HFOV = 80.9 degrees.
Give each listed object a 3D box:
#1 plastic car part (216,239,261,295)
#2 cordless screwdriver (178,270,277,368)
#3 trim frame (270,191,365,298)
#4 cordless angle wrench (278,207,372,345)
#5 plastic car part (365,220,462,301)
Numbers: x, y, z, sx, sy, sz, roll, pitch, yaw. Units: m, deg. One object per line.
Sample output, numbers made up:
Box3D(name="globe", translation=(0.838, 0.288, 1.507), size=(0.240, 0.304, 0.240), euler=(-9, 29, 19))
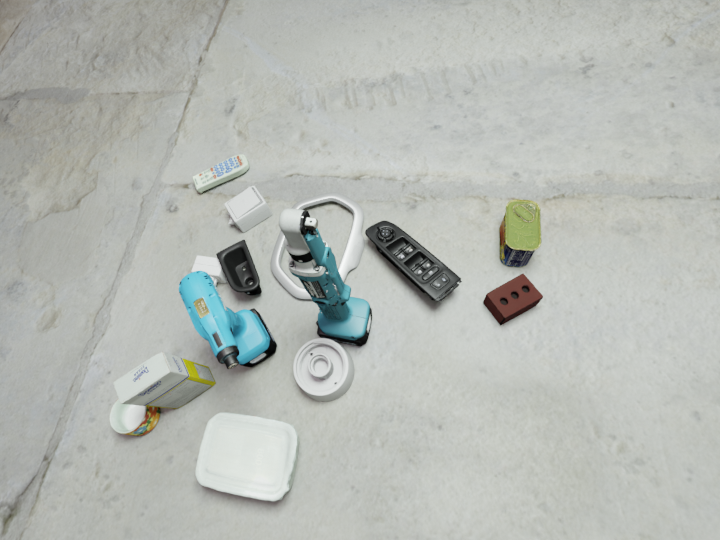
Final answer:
Box3D(name="plastic car part", translation=(-0.236, 0.008, 0.862), size=(0.066, 0.068, 0.121), euler=(-29, 63, -4))
Box3D(name="cordless screwdriver", translation=(-0.208, 0.110, 0.710), size=(0.074, 0.239, 0.166), euler=(-32, 65, -7))
Box3D(name="trim frame", translation=(-0.086, -0.056, 0.883), size=(0.190, 0.026, 0.251), euler=(11, 68, 17))
Box3D(name="cordless angle wrench", translation=(-0.051, 0.024, 0.624), size=(0.100, 0.407, 0.075), euler=(9, 68, 11))
Box3D(name="plastic car part", translation=(0.093, -0.021, 0.806), size=(0.066, 0.064, 0.212), euler=(-40, 64, -9))
